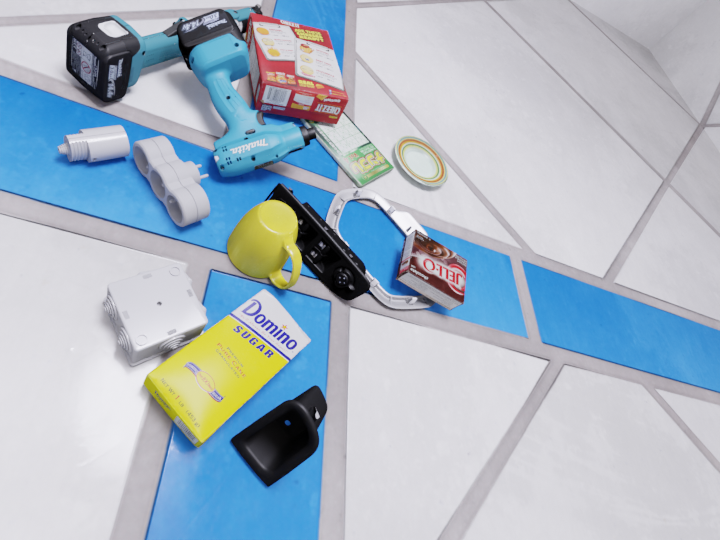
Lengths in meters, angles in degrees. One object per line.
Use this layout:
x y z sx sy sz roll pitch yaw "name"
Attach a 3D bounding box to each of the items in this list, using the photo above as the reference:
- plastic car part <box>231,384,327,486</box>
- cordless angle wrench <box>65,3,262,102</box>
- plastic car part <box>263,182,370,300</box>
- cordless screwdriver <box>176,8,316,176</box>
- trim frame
-0.075 0.168 0.463 0.067 0.118 0.070 48 26 3 "plastic car part"
-0.299 -0.407 0.735 0.074 0.099 0.421 39 45 -5 "cordless angle wrench"
-0.062 -0.041 0.638 0.207 0.067 0.065 49 24 9 "plastic car part"
-0.180 -0.279 0.660 0.158 0.074 0.252 -20 82 -7 "cordless screwdriver"
0.045 -0.043 0.716 0.179 0.028 0.254 -31 76 -40 "trim frame"
